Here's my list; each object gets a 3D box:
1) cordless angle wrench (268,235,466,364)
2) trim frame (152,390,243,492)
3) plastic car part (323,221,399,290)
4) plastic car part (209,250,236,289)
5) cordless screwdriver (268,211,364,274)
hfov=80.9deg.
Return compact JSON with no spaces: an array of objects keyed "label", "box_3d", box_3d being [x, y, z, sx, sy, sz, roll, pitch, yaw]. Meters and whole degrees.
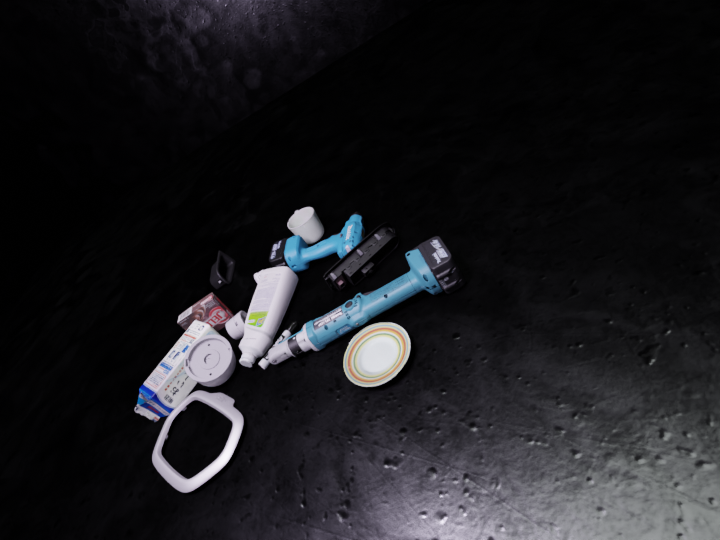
[{"label":"cordless angle wrench","box_3d":[-0.008,0.081,0.832,0.427,0.071,0.102,-30,34,12]},{"label":"trim frame","box_3d":[-0.327,0.330,0.848,0.261,0.026,0.184,3,51,44]},{"label":"plastic car part","box_3d":[0.012,-0.029,0.946,0.202,0.063,0.071,-46,45,-13]},{"label":"plastic car part","box_3d":[-0.428,0.009,1.284,0.072,0.063,0.121,-38,34,24]},{"label":"cordless screwdriver","box_3d":[-0.106,-0.069,1.086,0.256,0.071,0.162,-14,39,22]}]
